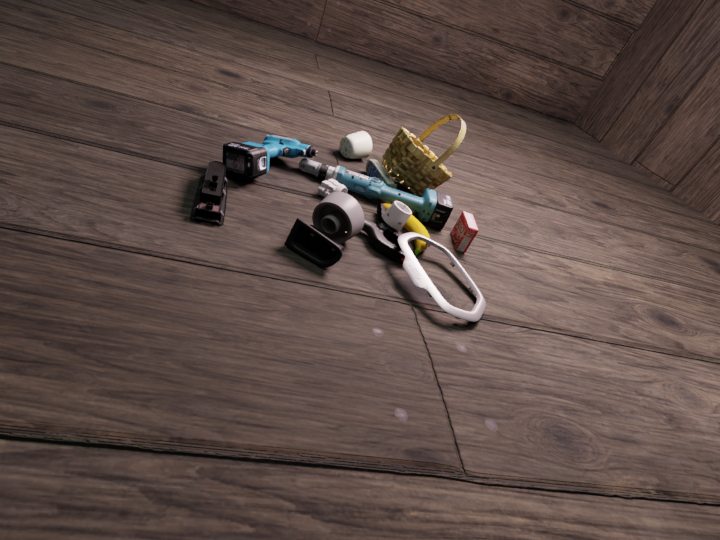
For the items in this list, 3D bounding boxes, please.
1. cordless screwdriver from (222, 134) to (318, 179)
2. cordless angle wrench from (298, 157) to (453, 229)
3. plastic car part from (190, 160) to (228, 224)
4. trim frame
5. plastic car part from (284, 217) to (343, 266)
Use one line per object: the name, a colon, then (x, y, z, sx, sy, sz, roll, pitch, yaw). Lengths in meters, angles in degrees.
cordless screwdriver: (-0.225, -0.293, 1.074, 0.165, 0.073, 0.246, 15, 30, 18)
cordless angle wrench: (0.034, -0.223, 1.143, 0.424, 0.073, 0.099, 19, 35, 1)
plastic car part: (-0.320, -0.179, 0.912, 0.065, 0.066, 0.211, 3, 35, -15)
trim frame: (0.171, 0.008, 0.905, 0.175, 0.027, 0.260, 2, 47, -38)
plastic car part: (-0.085, -0.056, 0.868, 0.119, 0.066, 0.070, 32, 21, 9)
